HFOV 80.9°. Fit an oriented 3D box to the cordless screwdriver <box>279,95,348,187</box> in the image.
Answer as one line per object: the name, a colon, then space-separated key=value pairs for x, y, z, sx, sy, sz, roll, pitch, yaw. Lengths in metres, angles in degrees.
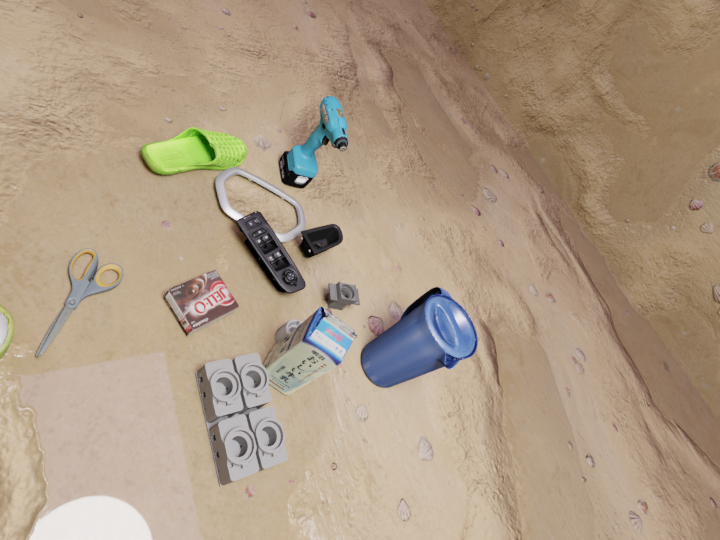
cordless screwdriver: x=-0.115 y=-0.299 z=1.071 sx=0.071 sy=0.252 sz=0.165 roll=8 pitch=56 yaw=-36

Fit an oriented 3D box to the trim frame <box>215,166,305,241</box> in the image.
trim frame: x=-0.240 y=-0.162 z=1.034 sx=0.240 sy=0.028 sz=0.188 roll=26 pitch=46 yaw=-19

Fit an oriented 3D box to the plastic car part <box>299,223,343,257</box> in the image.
plastic car part: x=-0.101 y=-0.066 z=1.032 sx=0.112 sy=0.072 sz=0.067 roll=-21 pitch=74 yaw=-45

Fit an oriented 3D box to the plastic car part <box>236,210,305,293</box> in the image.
plastic car part: x=-0.201 y=-0.029 z=0.930 sx=0.206 sy=0.068 sz=0.064 roll=52 pitch=43 yaw=8
